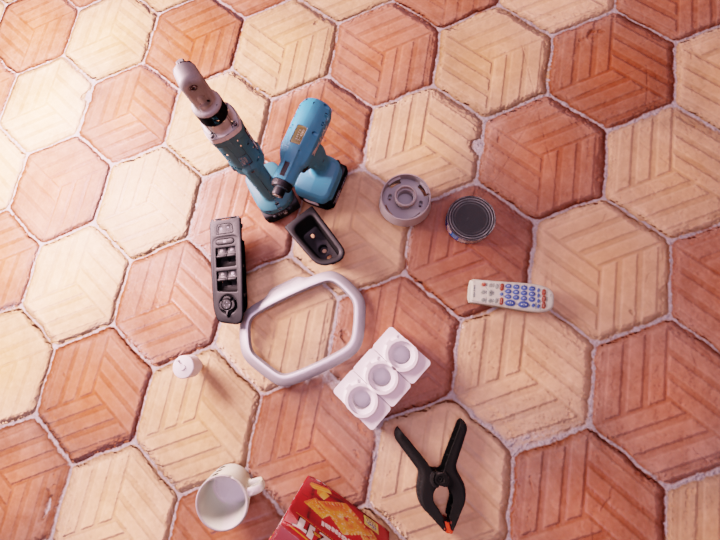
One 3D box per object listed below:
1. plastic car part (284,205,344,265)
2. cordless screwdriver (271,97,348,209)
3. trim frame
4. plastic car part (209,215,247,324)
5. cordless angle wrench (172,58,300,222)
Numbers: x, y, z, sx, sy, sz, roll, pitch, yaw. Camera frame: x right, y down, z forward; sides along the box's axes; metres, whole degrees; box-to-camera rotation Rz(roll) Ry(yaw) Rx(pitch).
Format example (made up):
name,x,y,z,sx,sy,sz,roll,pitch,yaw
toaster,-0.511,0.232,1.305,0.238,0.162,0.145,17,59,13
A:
name,x,y,z,sx,sy,sz,roll,pitch,yaw
plastic car part,-0.078,-0.051,0.796,0.066,0.069,0.120,-38,76,-3
cordless screwdriver,-0.089,-0.166,0.734,0.076,0.243,0.159,22,82,7
trim frame,-0.107,0.102,0.787,0.249,0.027,0.189,-27,75,2
plastic car part,-0.249,0.002,0.811,0.067,0.065,0.206,-6,77,5
cordless angle wrench,-0.181,-0.180,0.663,0.074,0.413,0.100,-28,80,-2
